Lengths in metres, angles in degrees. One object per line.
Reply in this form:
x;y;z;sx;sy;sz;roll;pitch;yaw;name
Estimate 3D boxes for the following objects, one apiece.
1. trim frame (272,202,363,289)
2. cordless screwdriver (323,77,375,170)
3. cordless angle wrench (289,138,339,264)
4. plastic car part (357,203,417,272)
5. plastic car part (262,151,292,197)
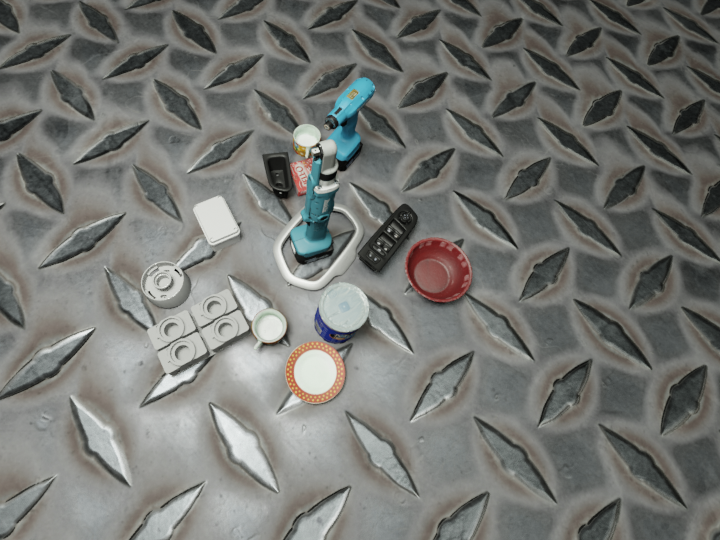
-0.101;-0.066;1.032;0.187;0.027;0.248;33;68;9;trim frame
-0.046;-0.334;1.031;0.075;0.246;0.158;36;68;4;cordless screwdriver
-0.085;-0.126;0.846;0.096;0.419;0.076;-18;74;-16;cordless angle wrench
0.069;-0.078;1.031;0.067;0.066;0.202;37;69;7;plastic car part
-0.207;-0.232;1.069;0.065;0.070;0.120;-9;69;-11;plastic car part
